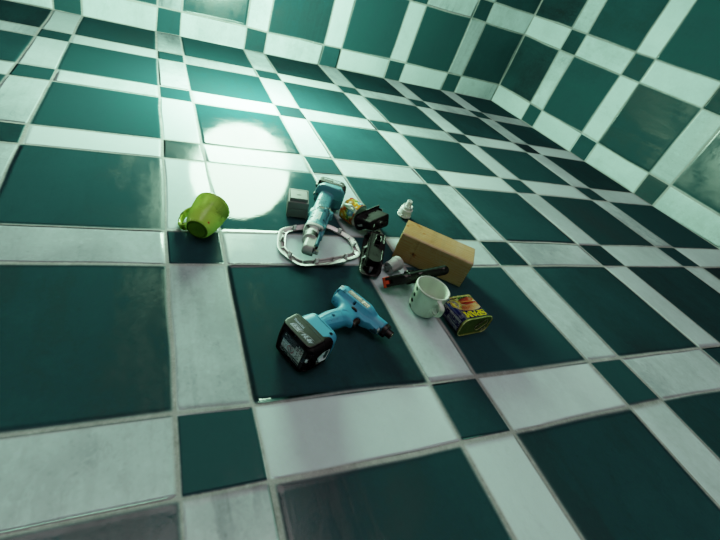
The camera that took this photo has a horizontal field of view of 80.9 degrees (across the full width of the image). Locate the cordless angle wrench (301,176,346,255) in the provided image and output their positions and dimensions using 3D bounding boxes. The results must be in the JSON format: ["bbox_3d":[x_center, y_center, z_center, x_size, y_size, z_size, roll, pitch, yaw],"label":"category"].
[{"bbox_3d":[-0.113,-0.154,1.185,0.098,0.073,0.430,16,31,-4],"label":"cordless angle wrench"}]

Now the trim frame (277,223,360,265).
[{"bbox_3d":[-0.113,-0.074,1.156,0.238,0.027,0.194,-9,45,-35],"label":"trim frame"}]

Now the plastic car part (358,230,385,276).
[{"bbox_3d":[0.040,-0.055,1.173,0.066,0.067,0.206,24,38,-8],"label":"plastic car part"}]

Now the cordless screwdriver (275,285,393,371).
[{"bbox_3d":[-0.046,0.127,0.884,0.166,0.073,0.241,36,35,21],"label":"cordless screwdriver"}]

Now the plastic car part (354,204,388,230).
[{"bbox_3d":[0.043,-0.148,1.274,0.075,0.064,0.113,20,32,35],"label":"plastic car part"}]
